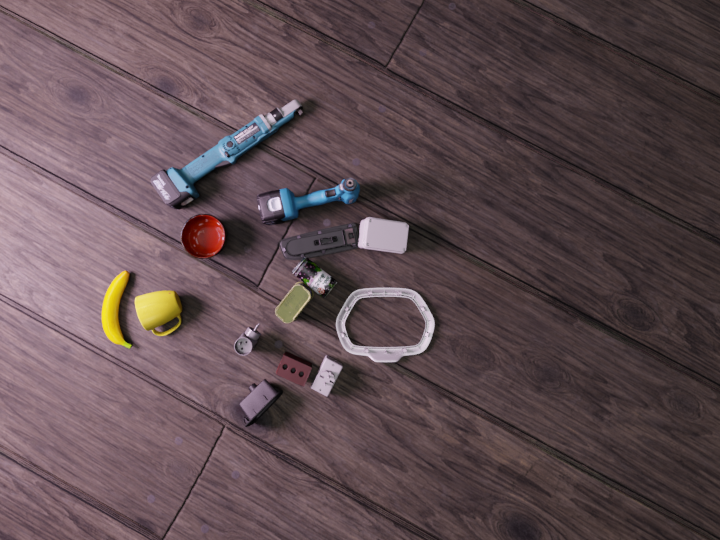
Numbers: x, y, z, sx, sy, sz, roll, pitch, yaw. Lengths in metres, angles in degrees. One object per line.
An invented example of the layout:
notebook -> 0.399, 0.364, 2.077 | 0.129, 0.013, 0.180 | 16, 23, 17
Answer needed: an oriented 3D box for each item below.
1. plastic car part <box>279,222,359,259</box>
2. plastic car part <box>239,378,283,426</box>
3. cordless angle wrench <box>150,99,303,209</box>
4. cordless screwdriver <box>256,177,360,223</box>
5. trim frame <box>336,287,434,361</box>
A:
plastic car part -> -0.104, -0.068, 1.065 | 0.204, 0.067, 0.066 | -11, 97, 2
plastic car part -> -0.254, 0.318, 1.048 | 0.073, 0.064, 0.116 | 40, 84, 14
cordless angle wrench -> -0.328, -0.311, 1.078 | 0.422, 0.074, 0.098 | -36, 89, -4
cordless screwdriver -> -0.124, -0.174, 1.021 | 0.249, 0.159, 0.074 | -12, 90, 1
trim frame -> 0.063, 0.136, 1.067 | 0.248, 0.027, 0.184 | 0, 88, -1
